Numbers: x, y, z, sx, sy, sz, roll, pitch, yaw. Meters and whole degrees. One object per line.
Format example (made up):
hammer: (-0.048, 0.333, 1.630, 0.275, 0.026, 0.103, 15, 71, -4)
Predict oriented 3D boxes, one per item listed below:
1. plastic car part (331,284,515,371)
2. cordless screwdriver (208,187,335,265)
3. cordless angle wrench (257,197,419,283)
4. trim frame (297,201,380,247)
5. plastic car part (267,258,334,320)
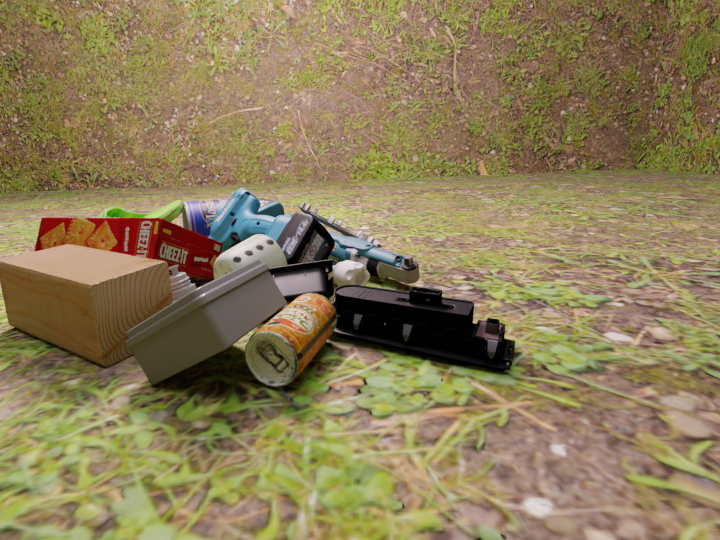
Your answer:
plastic car part: (0.049, 0.050, 0.443, 0.211, 0.065, 0.065, 3, 23, 27)
cordless screwdriver: (-0.174, -0.045, 0.713, 0.263, 0.159, 0.070, 23, -15, 40)
cordless angle wrench: (-0.073, -0.048, 0.751, 0.072, 0.095, 0.447, -30, 35, -35)
trim frame: (-0.046, -0.095, 0.880, 0.179, 0.027, 0.256, 27, 3, -16)
plastic car part: (-0.085, 0.034, 0.525, 0.115, 0.064, 0.074, -8, 30, -9)
